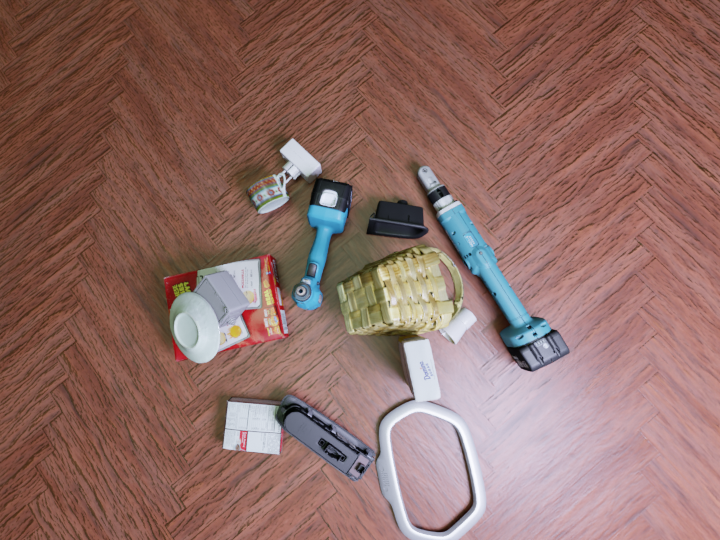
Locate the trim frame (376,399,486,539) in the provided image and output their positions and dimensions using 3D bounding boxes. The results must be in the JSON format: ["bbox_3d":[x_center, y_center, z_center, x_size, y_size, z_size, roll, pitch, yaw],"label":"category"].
[{"bbox_3d":[0.124,0.364,0.769,0.184,0.027,0.251,-13,81,2],"label":"trim frame"}]

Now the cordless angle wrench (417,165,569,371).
[{"bbox_3d":[0.223,-0.023,0.796,0.074,0.095,0.433,-29,76,1],"label":"cordless angle wrench"}]

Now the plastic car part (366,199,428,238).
[{"bbox_3d":[0.074,-0.107,0.840,0.117,0.064,0.072,5,68,1],"label":"plastic car part"}]

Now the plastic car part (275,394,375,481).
[{"bbox_3d":[-0.068,0.308,0.763,0.204,0.067,0.066,37,91,2],"label":"plastic car part"}]

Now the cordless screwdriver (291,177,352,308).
[{"bbox_3d":[-0.077,-0.051,0.791,0.075,0.157,0.250,13,80,2],"label":"cordless screwdriver"}]
